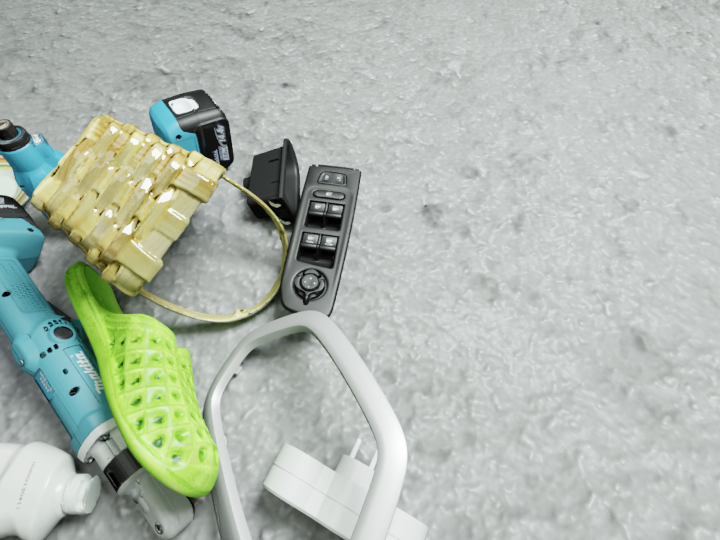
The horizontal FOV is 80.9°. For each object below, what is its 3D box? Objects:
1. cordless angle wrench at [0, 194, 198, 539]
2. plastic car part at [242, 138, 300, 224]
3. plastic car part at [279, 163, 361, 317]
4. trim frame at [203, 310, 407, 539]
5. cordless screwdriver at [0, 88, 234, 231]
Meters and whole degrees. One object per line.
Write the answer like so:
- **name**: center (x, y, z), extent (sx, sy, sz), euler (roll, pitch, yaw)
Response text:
- **cordless angle wrench**: center (-0.304, 0.079, 0.422), extent (0.438, 0.094, 0.074), euler (42, 111, 18)
- **plastic car part**: center (-0.118, -0.112, 0.552), extent (0.072, 0.063, 0.120), euler (-13, 56, 8)
- **plastic car part**: center (-0.048, -0.031, 0.490), extent (0.066, 0.066, 0.207), euler (11, 56, -3)
- **trim frame**: center (-0.063, 0.138, 0.353), extent (0.184, 0.026, 0.263), euler (-44, 44, 2)
- **cordless screwdriver**: center (-0.288, -0.153, 0.521), extent (0.245, 0.154, 0.078), euler (-30, 63, -19)
